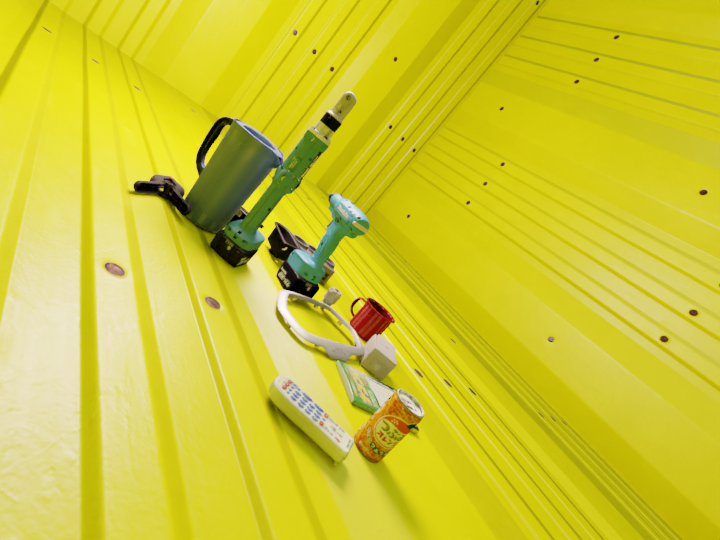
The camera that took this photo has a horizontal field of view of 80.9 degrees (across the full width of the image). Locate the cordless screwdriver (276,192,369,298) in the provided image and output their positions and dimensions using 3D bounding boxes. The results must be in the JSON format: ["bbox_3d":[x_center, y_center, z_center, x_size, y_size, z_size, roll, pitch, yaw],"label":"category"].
[{"bbox_3d":[-0.098,-0.064,1.000,0.070,0.249,0.168,30,15,-42],"label":"cordless screwdriver"}]

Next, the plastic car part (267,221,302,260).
[{"bbox_3d":[-0.211,-0.069,1.114,0.062,0.071,0.123,30,15,-41],"label":"plastic car part"}]

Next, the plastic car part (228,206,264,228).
[{"bbox_3d":[-0.335,-0.159,1.080,0.212,0.067,0.063,44,12,23],"label":"plastic car part"}]

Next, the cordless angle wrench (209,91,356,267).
[{"bbox_3d":[-0.150,-0.189,0.870,0.075,0.424,0.097,41,12,3],"label":"cordless angle wrench"}]

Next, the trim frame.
[{"bbox_3d":[-0.085,0.117,0.907,0.234,0.027,0.194,28,16,-46],"label":"trim frame"}]
